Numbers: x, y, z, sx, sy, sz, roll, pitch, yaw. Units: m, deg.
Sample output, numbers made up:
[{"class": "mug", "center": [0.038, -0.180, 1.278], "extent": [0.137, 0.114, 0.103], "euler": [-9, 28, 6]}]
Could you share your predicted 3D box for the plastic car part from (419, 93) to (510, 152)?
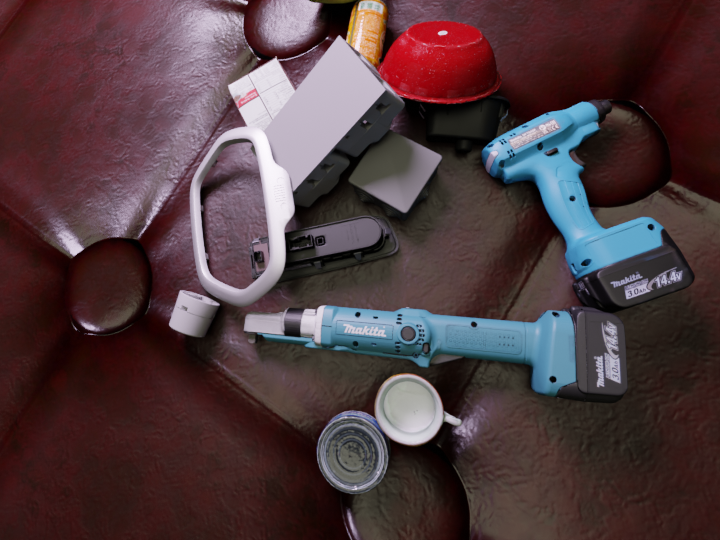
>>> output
[{"class": "plastic car part", "center": [0.132, -0.193, 0.558], "extent": [0.119, 0.065, 0.070], "euler": [11, 96, 9]}]

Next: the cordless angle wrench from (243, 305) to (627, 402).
[{"class": "cordless angle wrench", "center": [0.059, 0.078, 0.503], "extent": [0.433, 0.072, 0.099], "euler": [3, 79, 14]}]

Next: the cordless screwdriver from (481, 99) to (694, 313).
[{"class": "cordless screwdriver", "center": [0.276, -0.083, 0.495], "extent": [0.160, 0.072, 0.257], "euler": [-27, 71, 3]}]

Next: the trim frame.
[{"class": "trim frame", "center": [-0.166, -0.075, 0.569], "extent": [0.190, 0.026, 0.254], "euler": [-20, 72, 32]}]

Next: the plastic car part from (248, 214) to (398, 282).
[{"class": "plastic car part", "center": [-0.054, -0.036, 0.555], "extent": [0.205, 0.065, 0.068], "euler": [-10, 71, 5]}]
